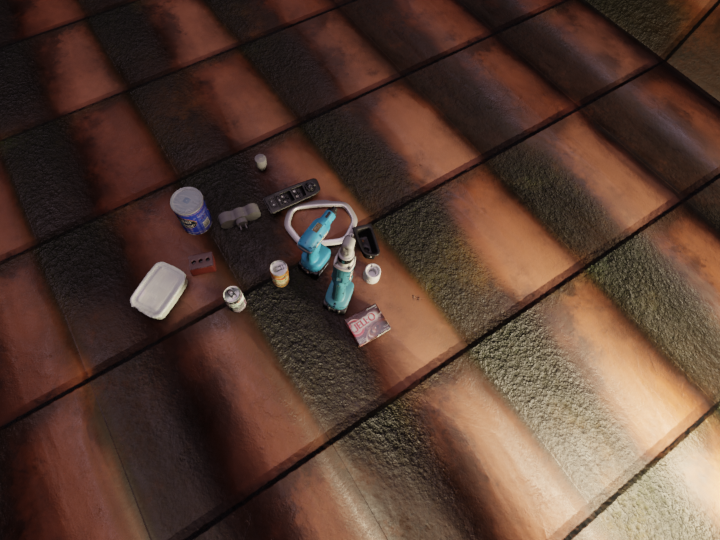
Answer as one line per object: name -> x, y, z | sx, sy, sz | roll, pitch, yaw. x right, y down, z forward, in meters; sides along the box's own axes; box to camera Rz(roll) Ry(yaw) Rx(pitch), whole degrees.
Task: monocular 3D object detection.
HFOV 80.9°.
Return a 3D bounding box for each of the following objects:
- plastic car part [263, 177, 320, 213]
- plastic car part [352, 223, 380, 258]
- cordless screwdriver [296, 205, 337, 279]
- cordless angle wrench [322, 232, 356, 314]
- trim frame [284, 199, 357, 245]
plastic car part -> -0.229, -0.249, 1.447 | 0.200, 0.066, 0.068 | -28, 71, -14
plastic car part -> 0.018, -0.083, 1.372 | 0.065, 0.069, 0.120 | -14, 67, -10
cordless screwdriver -> -0.124, -0.081, 1.273 | 0.076, 0.244, 0.159 | 32, 68, 7
cordless angle wrench -> -0.049, 0.014, 1.136 | 0.075, 0.415, 0.099 | 21, 67, 2
trim frame -> -0.134, -0.164, 1.430 | 0.247, 0.027, 0.189 | -7, 65, -4
